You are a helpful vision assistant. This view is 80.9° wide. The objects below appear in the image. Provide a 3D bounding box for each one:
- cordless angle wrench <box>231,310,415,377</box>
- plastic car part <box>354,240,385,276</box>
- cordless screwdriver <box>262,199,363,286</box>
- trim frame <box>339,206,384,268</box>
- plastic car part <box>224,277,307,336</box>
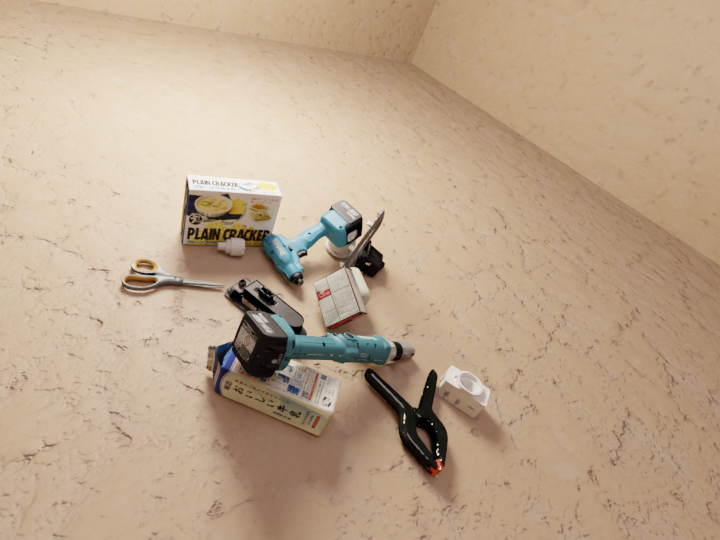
[{"bbox_3d":[-0.033,0.145,0.794,0.400,0.074,0.104,13,15,-42],"label":"cordless angle wrench"},{"bbox_3d":[0.031,-0.027,1.123,0.070,0.066,0.117,36,33,-8],"label":"plastic car part"},{"bbox_3d":[-0.102,-0.067,1.043,0.244,0.072,0.167,-28,57,-19],"label":"cordless screwdriver"},{"bbox_3d":[0.006,-0.072,1.021,0.028,0.184,0.245,38,-3,3],"label":"trim frame"},{"bbox_3d":[-0.190,0.077,0.889,0.210,0.067,0.064,38,32,17],"label":"plastic car part"}]
